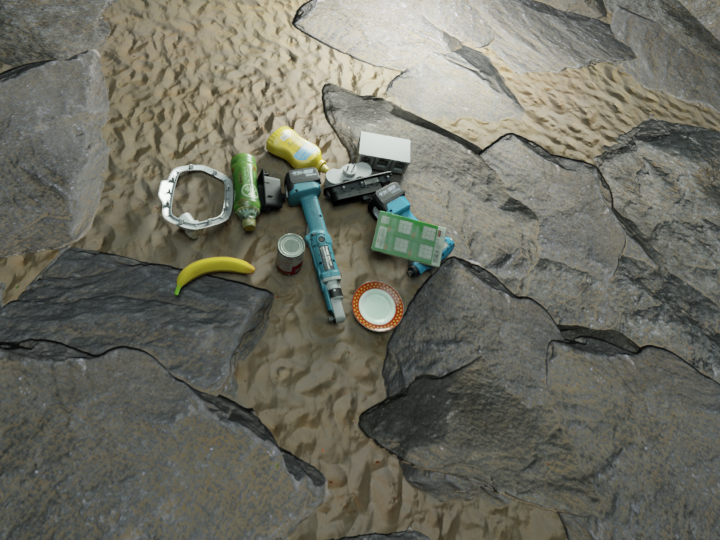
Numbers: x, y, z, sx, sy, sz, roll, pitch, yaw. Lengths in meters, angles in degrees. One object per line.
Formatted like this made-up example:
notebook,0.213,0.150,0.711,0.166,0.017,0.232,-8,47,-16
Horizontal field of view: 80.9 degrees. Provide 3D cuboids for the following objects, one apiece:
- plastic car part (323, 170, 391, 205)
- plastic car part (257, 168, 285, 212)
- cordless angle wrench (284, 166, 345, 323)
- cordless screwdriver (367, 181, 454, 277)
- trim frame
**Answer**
plastic car part,-0.007,-0.221,1.179,0.199,0.067,0.068,-12,81,-14
plastic car part,-0.239,-0.207,1.144,0.068,0.066,0.120,-1,65,-27
cordless angle wrench,-0.106,-0.069,1.081,0.096,0.073,0.436,-11,66,-15
cordless screwdriver,0.116,-0.106,1.129,0.157,0.074,0.255,-36,76,-23
trim frame,-0.425,-0.198,1.098,0.180,0.027,0.258,3,50,-14
